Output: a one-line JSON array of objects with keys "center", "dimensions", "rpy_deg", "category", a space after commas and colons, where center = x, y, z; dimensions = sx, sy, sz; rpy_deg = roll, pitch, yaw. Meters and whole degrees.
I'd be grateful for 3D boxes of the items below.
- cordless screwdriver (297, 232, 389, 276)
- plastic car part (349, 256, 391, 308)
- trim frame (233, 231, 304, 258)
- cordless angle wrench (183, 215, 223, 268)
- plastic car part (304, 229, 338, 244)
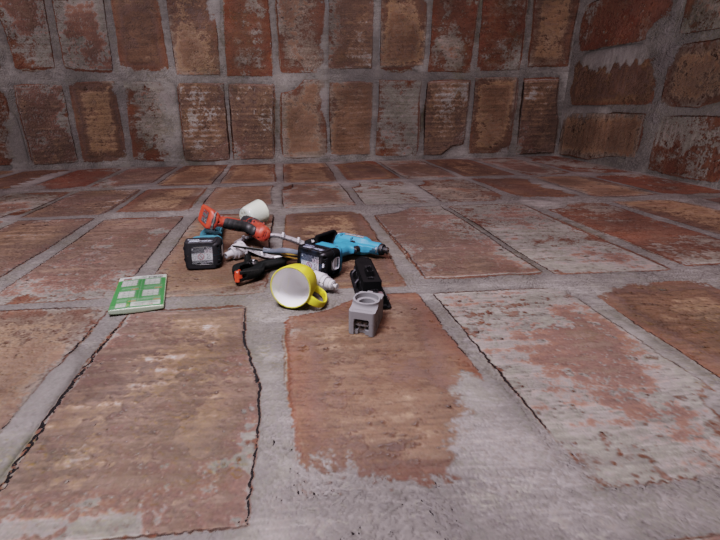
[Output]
[{"center": [-0.042, -0.043, 1.096], "dimensions": [0.167, 0.073, 0.241], "rpy_deg": [12, 21, 28], "category": "cordless screwdriver"}, {"center": [0.014, 0.019, 0.958], "dimensions": [0.066, 0.065, 0.209], "rpy_deg": [-9, 20, -6], "category": "plastic car part"}, {"center": [-0.264, -0.078, 1.248], "dimensions": [0.263, 0.027, 0.178], "rpy_deg": [21, 32, 40], "category": "trim frame"}, {"center": [-0.451, -0.109, 1.280], "dimensions": [0.096, 0.073, 0.437], "rpy_deg": [-3, 20, -11], "category": "cordless angle wrench"}, {"center": [-0.118, -0.077, 1.207], "dimensions": [0.074, 0.065, 0.114], "rpy_deg": [-6, 14, 27], "category": "plastic car part"}]
